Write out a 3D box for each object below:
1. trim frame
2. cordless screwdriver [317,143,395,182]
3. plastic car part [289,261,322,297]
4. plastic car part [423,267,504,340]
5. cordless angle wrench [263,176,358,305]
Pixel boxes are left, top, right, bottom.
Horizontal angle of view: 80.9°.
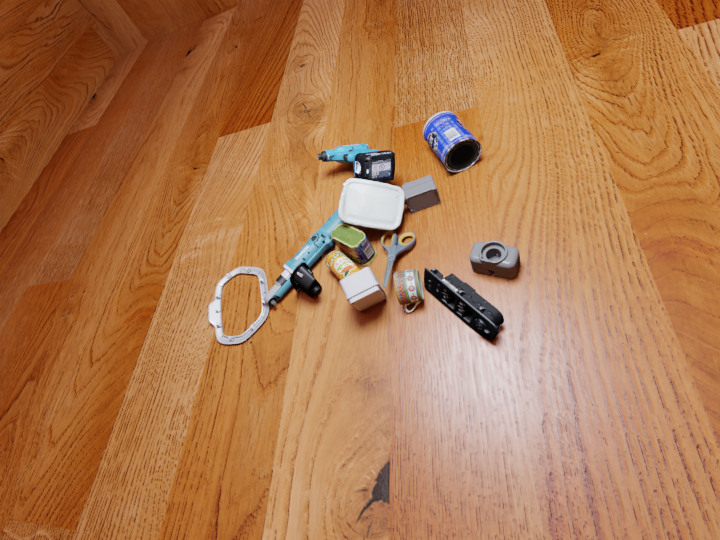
[{"bbox_3d":[-0.337,0.088,1.167,0.186,0.026,0.259,-24,52,11],"label":"trim frame"},{"bbox_3d":[-0.015,-0.308,1.184,0.156,0.072,0.261,-11,27,-17],"label":"cordless screwdriver"},{"bbox_3d":[-0.129,0.033,1.057,0.073,0.113,0.066,41,79,14],"label":"plastic car part"},{"bbox_3d":[0.219,0.065,0.888,0.065,0.064,0.214,-20,44,-22],"label":"plastic car part"},{"bbox_3d":[-0.112,-0.073,1.142,0.422,0.070,0.104,-49,51,-8],"label":"cordless angle wrench"}]
